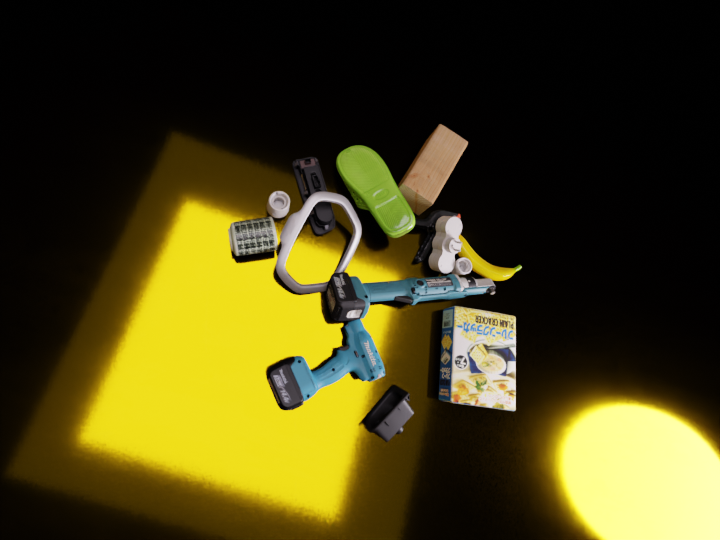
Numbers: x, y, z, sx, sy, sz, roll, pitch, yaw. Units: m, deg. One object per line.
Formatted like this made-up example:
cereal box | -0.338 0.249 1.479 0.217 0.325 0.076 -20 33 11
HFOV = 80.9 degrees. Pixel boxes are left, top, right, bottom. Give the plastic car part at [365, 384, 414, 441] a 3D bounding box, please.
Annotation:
plastic car part | 0.070 0.323 0.929 0.069 0.068 0.116 47 75 -14

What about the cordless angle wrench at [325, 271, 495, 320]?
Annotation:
cordless angle wrench | 0.131 0.047 0.999 0.413 0.073 0.102 -4 50 -16

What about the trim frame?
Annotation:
trim frame | -0.096 -0.063 0.979 0.176 0.029 0.248 27 88 -25

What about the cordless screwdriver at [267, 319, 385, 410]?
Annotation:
cordless screwdriver | -0.082 0.196 0.926 0.243 0.074 0.164 -17 70 -19

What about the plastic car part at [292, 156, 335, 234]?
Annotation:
plastic car part | -0.105 -0.190 1.033 0.064 0.068 0.206 -12 81 -23
